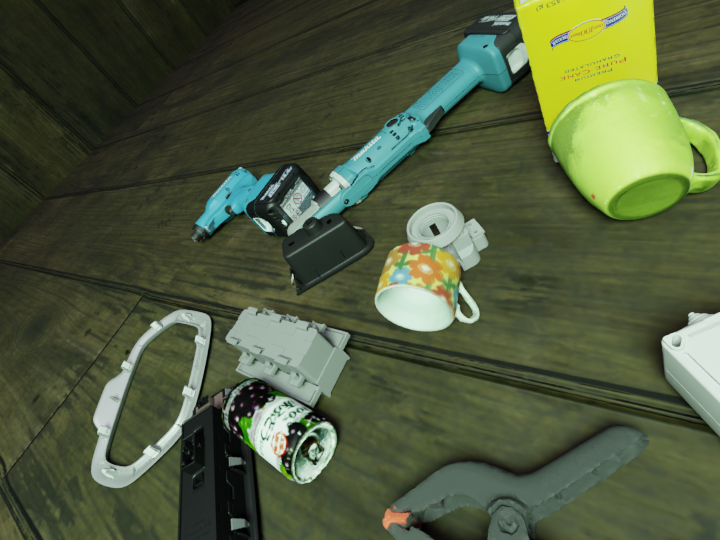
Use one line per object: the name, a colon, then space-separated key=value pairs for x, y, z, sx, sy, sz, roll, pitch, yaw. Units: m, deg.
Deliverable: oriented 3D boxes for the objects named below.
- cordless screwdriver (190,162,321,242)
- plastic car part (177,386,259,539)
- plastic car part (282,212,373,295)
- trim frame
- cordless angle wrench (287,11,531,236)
cordless screwdriver: x=-0.185 y=-0.100 z=0.694 sx=0.262 sy=0.070 sz=0.159 roll=13 pitch=62 yaw=48
plastic car part: x=-0.135 y=0.193 z=0.390 sx=0.066 sy=0.064 sz=0.213 roll=-29 pitch=42 yaw=1
plastic car part: x=-0.052 y=-0.034 z=0.529 sx=0.118 sy=0.067 sz=0.069 roll=-31 pitch=40 yaw=14
trim frame: x=-0.279 y=0.152 z=0.563 sx=0.188 sy=0.026 sz=0.257 roll=-25 pitch=43 yaw=19
cordless angle wrench: x=0.059 y=-0.187 z=0.590 sx=0.423 sy=0.070 sz=0.103 roll=-42 pitch=39 yaw=0
